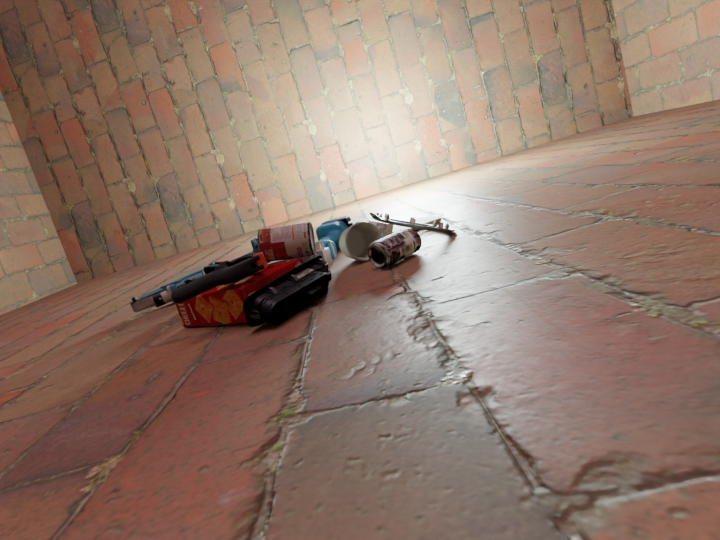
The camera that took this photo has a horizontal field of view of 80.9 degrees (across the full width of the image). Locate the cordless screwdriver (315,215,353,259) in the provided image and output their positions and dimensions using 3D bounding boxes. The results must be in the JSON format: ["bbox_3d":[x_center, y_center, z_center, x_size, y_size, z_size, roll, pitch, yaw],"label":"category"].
[{"bbox_3d":[-0.113,-0.074,1.154,0.164,0.073,0.247,-12,17,22],"label":"cordless screwdriver"}]

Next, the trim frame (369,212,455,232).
[{"bbox_3d":[0.113,-0.115,0.989,0.182,0.027,0.254,6,11,-10],"label":"trim frame"}]

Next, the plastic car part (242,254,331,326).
[{"bbox_3d":[-0.109,0.041,0.711,0.071,0.065,0.197,22,33,31],"label":"plastic car part"}]

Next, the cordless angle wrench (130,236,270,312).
[{"bbox_3d":[-0.405,0.016,1.139,0.417,0.096,0.076,-24,11,-12],"label":"cordless angle wrench"}]

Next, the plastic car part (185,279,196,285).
[{"bbox_3d":[-0.348,0.050,0.978,0.122,0.066,0.068,-2,4,41],"label":"plastic car part"}]
